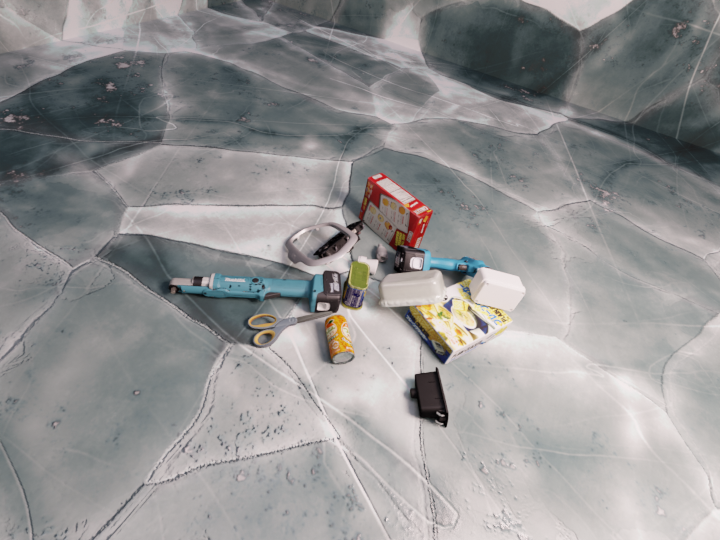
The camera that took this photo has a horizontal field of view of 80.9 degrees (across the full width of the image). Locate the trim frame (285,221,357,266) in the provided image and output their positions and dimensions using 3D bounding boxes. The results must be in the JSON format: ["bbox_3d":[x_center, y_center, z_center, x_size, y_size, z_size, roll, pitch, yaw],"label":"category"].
[{"bbox_3d":[-0.114,-0.075,1.168,0.181,0.026,0.262,-29,34,-17],"label":"trim frame"}]

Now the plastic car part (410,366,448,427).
[{"bbox_3d":[0.145,0.272,0.919,0.071,0.063,0.121,-7,43,-1],"label":"plastic car part"}]

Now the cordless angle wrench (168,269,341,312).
[{"bbox_3d":[-0.262,0.044,1.060,0.419,0.072,0.101,3,45,-5],"label":"cordless angle wrench"}]

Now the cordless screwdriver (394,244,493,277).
[{"bbox_3d":[0.227,-0.015,1.164,0.246,0.074,0.162,6,8,-8],"label":"cordless screwdriver"}]

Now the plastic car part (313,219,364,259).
[{"bbox_3d":[-0.059,-0.077,1.227,0.069,0.065,0.198,-3,25,44],"label":"plastic car part"}]
